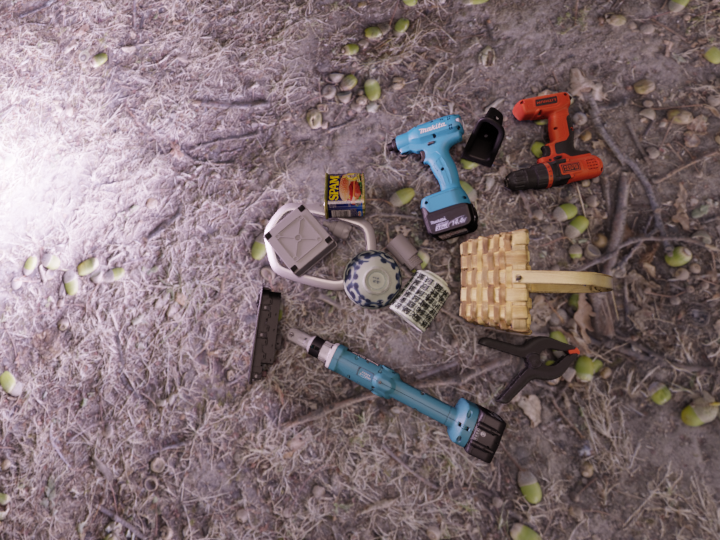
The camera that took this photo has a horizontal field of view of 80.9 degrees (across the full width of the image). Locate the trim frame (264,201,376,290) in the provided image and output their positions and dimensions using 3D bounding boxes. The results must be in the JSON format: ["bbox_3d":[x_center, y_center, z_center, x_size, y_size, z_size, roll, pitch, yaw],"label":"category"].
[{"bbox_3d":[-0.089,-0.058,0.905,0.255,0.027,0.185,13,81,13],"label":"trim frame"}]

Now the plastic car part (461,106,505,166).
[{"bbox_3d":[0.260,-0.281,0.862,0.067,0.113,0.071,22,59,9],"label":"plastic car part"}]

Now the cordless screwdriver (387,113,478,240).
[{"bbox_3d":[0.145,-0.186,0.868,0.164,0.071,0.253,-13,75,26],"label":"cordless screwdriver"}]

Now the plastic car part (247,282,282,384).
[{"bbox_3d":[-0.193,0.125,0.864,0.067,0.066,0.205,2,78,-3],"label":"plastic car part"}]

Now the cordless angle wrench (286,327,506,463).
[{"bbox_3d":[0.044,0.209,0.796,0.436,0.095,0.074,24,86,16],"label":"cordless angle wrench"}]
